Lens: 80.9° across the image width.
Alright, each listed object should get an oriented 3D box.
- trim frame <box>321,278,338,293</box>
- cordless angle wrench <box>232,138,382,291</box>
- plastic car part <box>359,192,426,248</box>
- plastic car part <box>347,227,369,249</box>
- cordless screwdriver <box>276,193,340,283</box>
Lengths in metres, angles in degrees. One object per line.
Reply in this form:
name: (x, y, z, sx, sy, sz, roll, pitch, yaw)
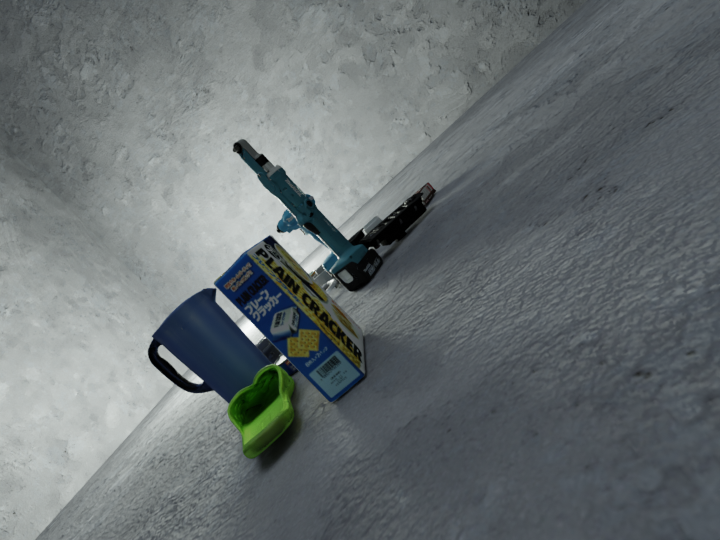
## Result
trim frame: (-0.146, 0.104, 1.170, 0.247, 0.027, 0.187, -45, 10, -10)
cordless angle wrench: (-0.127, -0.135, 0.950, 0.075, 0.420, 0.097, -40, 5, 45)
plastic car part: (0.092, -0.116, 1.025, 0.201, 0.066, 0.067, -47, 7, -18)
plastic car part: (-0.003, -0.067, 1.188, 0.066, 0.070, 0.117, -42, 8, 18)
cordless screwdriver: (-0.109, -0.071, 1.114, 0.162, 0.247, 0.073, -38, 6, 45)
